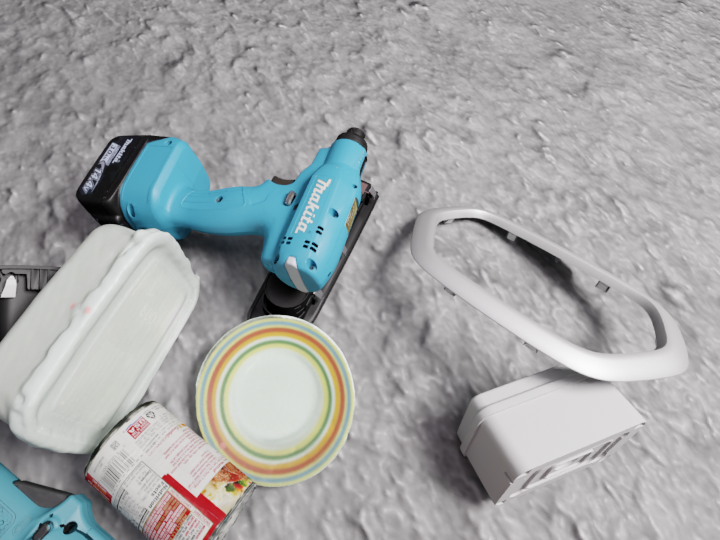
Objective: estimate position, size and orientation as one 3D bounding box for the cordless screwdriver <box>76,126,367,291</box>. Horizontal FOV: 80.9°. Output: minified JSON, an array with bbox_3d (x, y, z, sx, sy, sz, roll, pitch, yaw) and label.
[{"bbox_3d":[-0.121,-0.081,0.394,0.257,0.071,0.161,11,63,18],"label":"cordless screwdriver"}]

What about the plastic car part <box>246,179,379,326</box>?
[{"bbox_3d":[-0.041,-0.027,0.415,0.066,0.067,0.204,26,65,-1],"label":"plastic car part"}]

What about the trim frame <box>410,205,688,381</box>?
[{"bbox_3d":[0.157,0.007,0.387,0.262,0.027,0.179,35,43,30],"label":"trim frame"}]

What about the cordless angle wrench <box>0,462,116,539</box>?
[{"bbox_3d":[-0.198,0.195,0.280,0.432,0.073,0.098,32,64,10],"label":"cordless angle wrench"}]

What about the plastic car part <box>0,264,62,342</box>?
[{"bbox_3d":[-0.282,0.039,0.349,0.062,0.120,0.072,8,70,-51],"label":"plastic car part"}]
